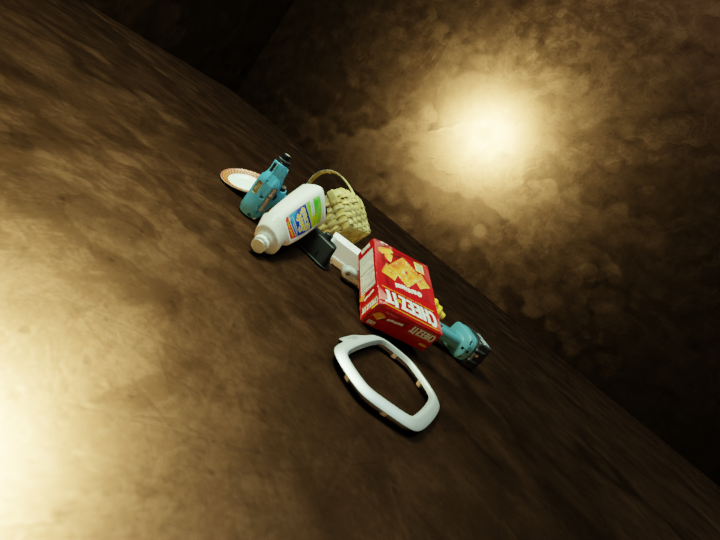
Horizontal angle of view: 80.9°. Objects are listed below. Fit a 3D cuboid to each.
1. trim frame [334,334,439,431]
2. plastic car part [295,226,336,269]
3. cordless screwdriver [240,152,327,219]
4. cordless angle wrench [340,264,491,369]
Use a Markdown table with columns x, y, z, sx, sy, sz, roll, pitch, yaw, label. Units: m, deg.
| x | y | z | sx | sy | sz | roll | pitch | yaw | label |
| --- | --- | --- | --- | --- | --- | --- | --- | --- | --- |
| 0.043 | 0.167 | 0.675 | 0.191 | 0.027 | 0.238 | 43 | 16 | 19 | trim frame |
| -0.097 | -0.063 | 0.992 | 0.122 | 0.071 | 0.063 | 41 | 15 | 26 | plastic car part |
| -0.164 | -0.177 | 1.010 | 0.078 | 0.159 | 0.237 | 42 | 12 | 24 | cordless screwdriver |
| 0.128 | 0.103 | 1.028 | 0.412 | 0.074 | 0.100 | 32 | 15 | -14 | cordless angle wrench |
